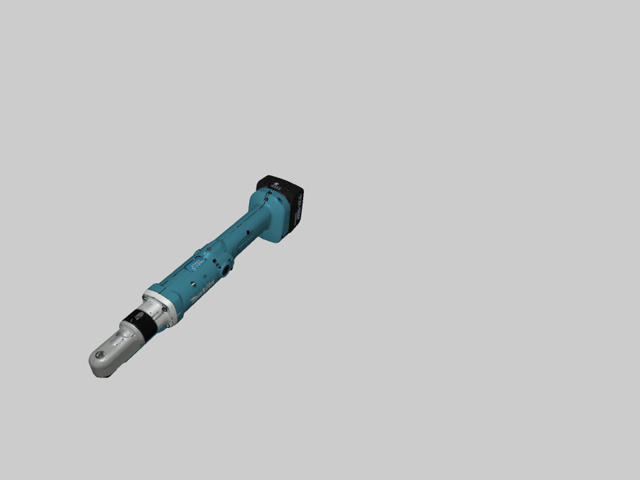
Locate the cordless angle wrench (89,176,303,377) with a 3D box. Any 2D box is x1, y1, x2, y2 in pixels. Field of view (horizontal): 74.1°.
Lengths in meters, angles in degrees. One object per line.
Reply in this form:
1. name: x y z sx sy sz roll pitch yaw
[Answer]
1. cordless angle wrench: -0.161 0.035 0.630 0.074 0.098 0.421 23 42 17
